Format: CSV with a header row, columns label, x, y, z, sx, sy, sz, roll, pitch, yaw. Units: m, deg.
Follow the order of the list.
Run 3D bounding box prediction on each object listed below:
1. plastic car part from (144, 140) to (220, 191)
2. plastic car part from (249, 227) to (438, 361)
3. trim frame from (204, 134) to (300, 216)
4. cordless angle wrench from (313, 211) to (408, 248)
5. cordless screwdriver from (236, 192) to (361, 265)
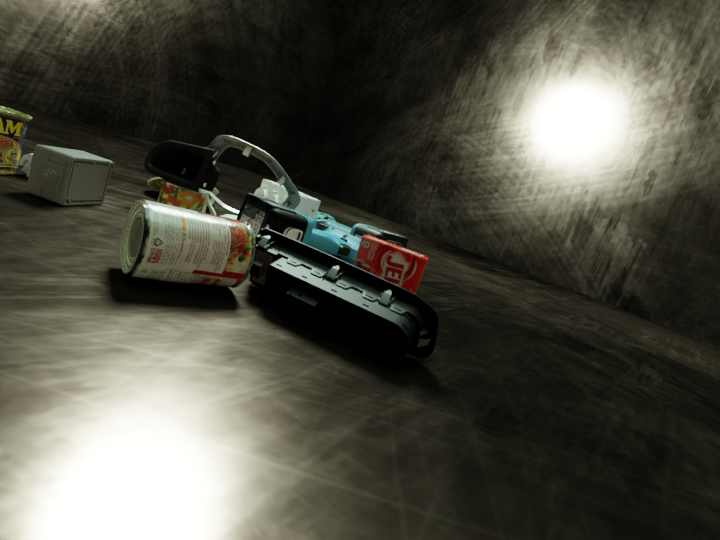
label,x,y,z,sx,sy,sz,roll,pitch,yaw
plastic car part,-0.267,-0.157,0.658,0.121,0.066,0.068,19,-6,23
plastic car part,-0.026,0.026,0.398,0.209,0.065,0.066,22,20,16
trim frame,-0.202,-0.139,0.713,0.178,0.028,0.256,37,-28,-19
cordless angle wrench,-0.085,-0.099,0.932,0.093,0.074,0.448,10,11,-44
cordless screwdriver,-0.065,-0.042,0.660,0.168,0.074,0.235,27,9,38
